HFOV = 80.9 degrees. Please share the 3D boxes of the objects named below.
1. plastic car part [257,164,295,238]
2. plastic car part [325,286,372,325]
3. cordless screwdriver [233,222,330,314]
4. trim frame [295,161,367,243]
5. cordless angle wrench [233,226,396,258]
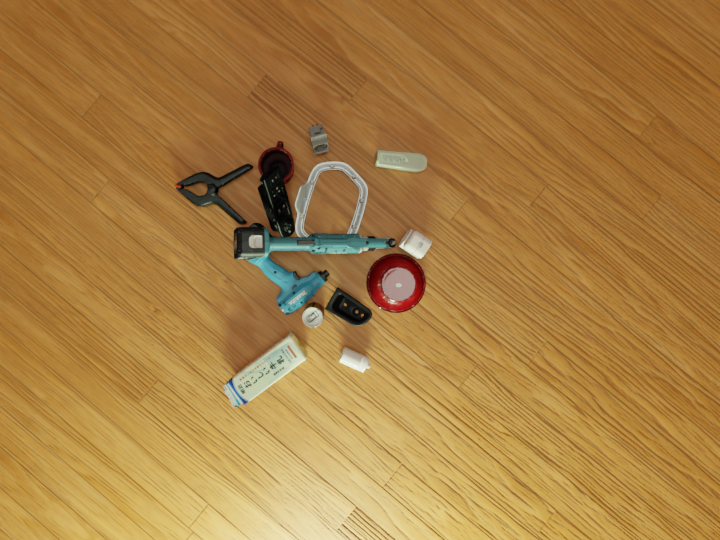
[{"bbox_3d":[-0.221,-0.167,1.089,0.070,0.066,0.194,5,132,24],"label":"plastic car part"},{"bbox_3d":[-0.023,0.103,1.112,0.120,0.069,0.066,30,90,16],"label":"plastic car part"},{"bbox_3d":[-0.209,-0.023,1.121,0.159,0.075,0.248,-39,92,-3],"label":"cordless screwdriver"},{"bbox_3d":[-0.083,-0.175,1.145,0.185,0.027,0.248,17,90,2],"label":"trim frame"},{"bbox_3d":[-0.105,-0.069,1.075,0.411,0.100,0.074,-1,88,-19],"label":"cordless angle wrench"}]
